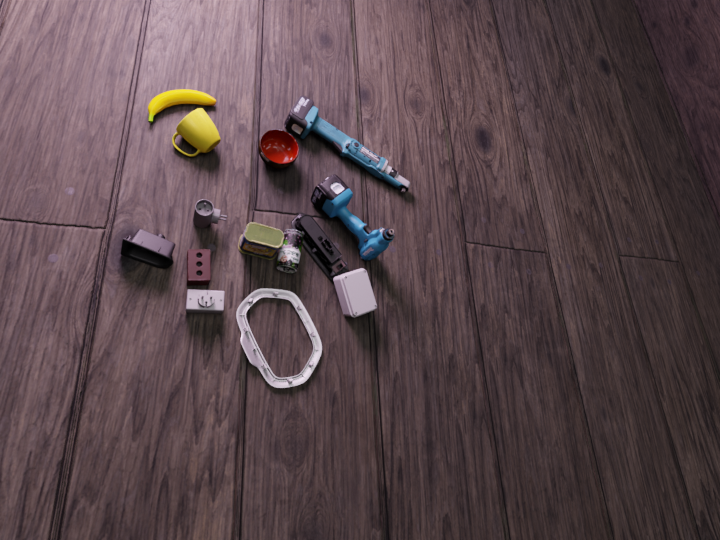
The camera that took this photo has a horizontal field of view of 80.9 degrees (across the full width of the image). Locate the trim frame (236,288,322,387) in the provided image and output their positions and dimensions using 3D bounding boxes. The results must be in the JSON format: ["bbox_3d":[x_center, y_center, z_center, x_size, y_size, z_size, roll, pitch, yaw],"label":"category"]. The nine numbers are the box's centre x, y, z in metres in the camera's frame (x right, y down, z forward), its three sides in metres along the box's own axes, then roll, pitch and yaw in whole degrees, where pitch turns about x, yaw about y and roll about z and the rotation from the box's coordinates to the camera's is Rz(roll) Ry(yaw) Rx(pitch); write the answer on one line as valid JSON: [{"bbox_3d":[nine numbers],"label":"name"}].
[{"bbox_3d":[-0.196,0.157,1.021,0.180,0.028,0.252,-24,81,-26],"label":"trim frame"}]

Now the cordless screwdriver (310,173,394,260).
[{"bbox_3d":[-0.017,-0.148,1.131,0.073,0.160,0.251,-37,85,-29],"label":"cordless screwdriver"}]

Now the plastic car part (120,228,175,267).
[{"bbox_3d":[-0.485,-0.057,0.984,0.113,0.066,0.073,20,51,-17],"label":"plastic car part"}]

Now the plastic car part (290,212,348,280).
[{"bbox_3d":[-0.110,-0.072,1.125,0.065,0.067,0.205,-37,83,-21],"label":"plastic car part"}]

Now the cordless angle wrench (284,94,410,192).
[{"bbox_3d":[-0.026,-0.362,1.266,0.415,0.075,0.098,31,63,-9],"label":"cordless angle wrench"}]
